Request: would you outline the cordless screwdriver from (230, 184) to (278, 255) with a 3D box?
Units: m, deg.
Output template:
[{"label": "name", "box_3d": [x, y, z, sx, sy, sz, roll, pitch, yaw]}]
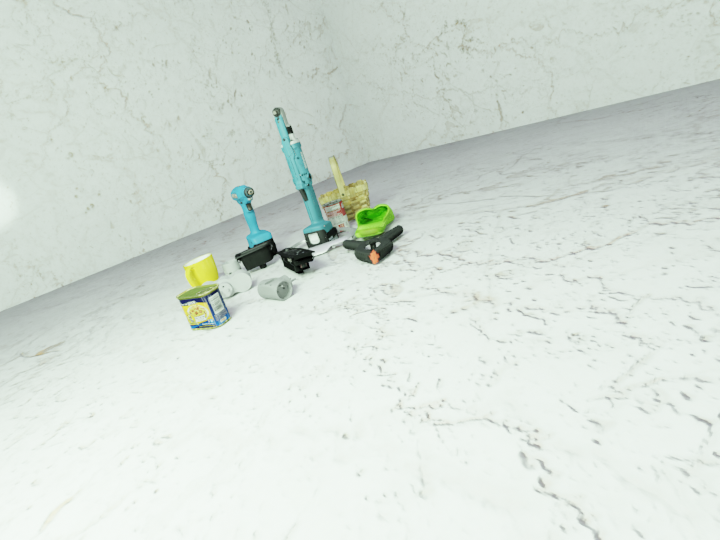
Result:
[{"label": "cordless screwdriver", "box_3d": [-0.339, -0.154, 1.353, 0.073, 0.244, 0.166, -24, 15, -24]}]

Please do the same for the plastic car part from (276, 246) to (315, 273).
[{"label": "plastic car part", "box_3d": [-0.169, -0.029, 1.099, 0.065, 0.065, 0.211, -23, 18, -18]}]

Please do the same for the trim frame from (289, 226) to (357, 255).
[{"label": "trim frame", "box_3d": [-0.125, -0.082, 1.275, 0.251, 0.027, 0.186, -16, 18, 8]}]

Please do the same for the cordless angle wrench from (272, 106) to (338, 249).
[{"label": "cordless angle wrench", "box_3d": [-0.170, -0.265, 1.230, 0.077, 0.414, 0.097, -12, 14, 25]}]

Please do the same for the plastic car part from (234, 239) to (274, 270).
[{"label": "plastic car part", "box_3d": [-0.308, -0.036, 1.257, 0.115, 0.069, 0.068, -21, 15, -7]}]
